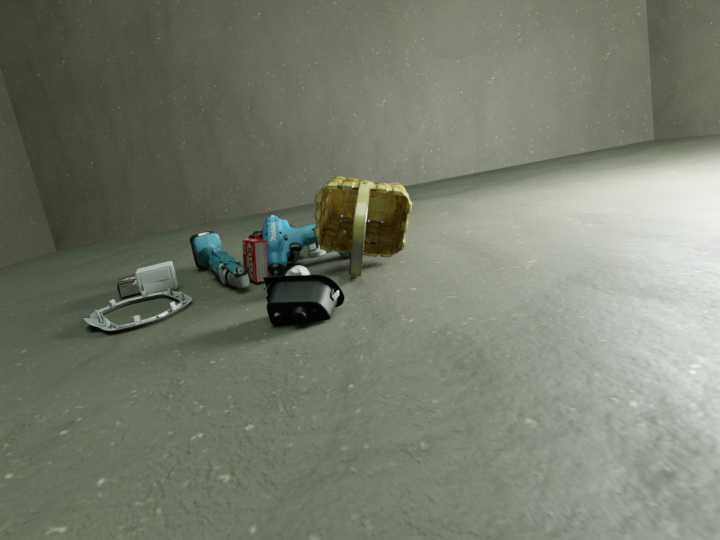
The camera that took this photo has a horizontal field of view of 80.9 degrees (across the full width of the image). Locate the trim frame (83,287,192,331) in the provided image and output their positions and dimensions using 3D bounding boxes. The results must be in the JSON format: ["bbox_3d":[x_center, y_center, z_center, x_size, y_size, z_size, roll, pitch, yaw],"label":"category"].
[{"bbox_3d":[-0.437,0.073,0.829,0.178,0.027,0.261,-23,20,-36],"label":"trim frame"}]

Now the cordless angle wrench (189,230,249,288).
[{"bbox_3d":[-0.333,-0.019,1.007,0.072,0.096,0.444,-16,19,-26],"label":"cordless angle wrench"}]

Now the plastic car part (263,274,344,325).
[{"bbox_3d":[-0.087,0.049,0.605,0.119,0.064,0.071,-4,29,16],"label":"plastic car part"}]

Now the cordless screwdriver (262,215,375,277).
[{"bbox_3d":[-0.092,-0.060,0.937,0.247,0.072,0.165,-6,51,-5],"label":"cordless screwdriver"}]
